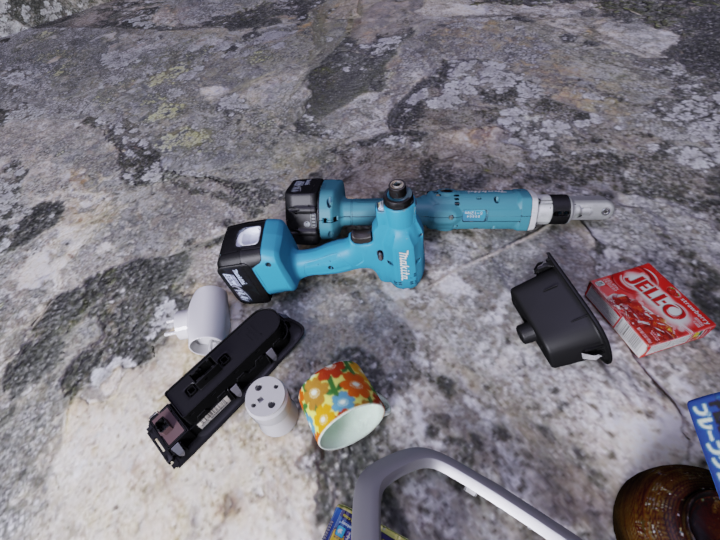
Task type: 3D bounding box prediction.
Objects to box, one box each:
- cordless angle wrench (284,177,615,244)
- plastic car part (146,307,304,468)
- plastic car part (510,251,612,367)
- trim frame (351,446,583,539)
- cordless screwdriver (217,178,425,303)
[{"bbox_3d":[0.113,-0.083,0.572,0.428,0.072,0.099,1,25,7],"label":"cordless angle wrench"},{"bbox_3d":[-0.152,0.112,0.477,0.070,0.064,0.200,27,57,37],"label":"plastic car part"},{"bbox_3d":[0.203,0.051,0.456,0.072,0.062,0.121,-22,51,11],"label":"plastic car part"},{"bbox_3d":[0.105,0.219,0.291,0.261,0.027,0.178,23,25,28],"label":"trim frame"},{"bbox_3d":[-0.050,-0.033,0.513,0.253,0.152,0.076,-4,49,10],"label":"cordless screwdriver"}]
